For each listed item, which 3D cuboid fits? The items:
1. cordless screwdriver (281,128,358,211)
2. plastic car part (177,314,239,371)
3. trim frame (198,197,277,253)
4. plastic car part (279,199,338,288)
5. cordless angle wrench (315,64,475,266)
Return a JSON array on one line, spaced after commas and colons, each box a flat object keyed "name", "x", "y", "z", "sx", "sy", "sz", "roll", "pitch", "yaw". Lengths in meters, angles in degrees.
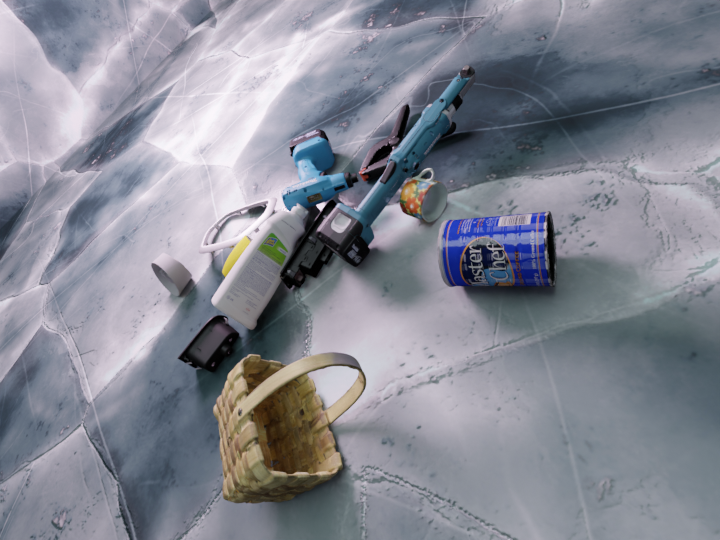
[{"name": "cordless screwdriver", "x": -0.088, "y": -0.231, "z": 0.938, "sx": 0.162, "sy": 0.071, "sz": 0.257, "roll": -17, "pitch": 40, "yaw": 11}, {"name": "plastic car part", "x": -0.285, "y": 0.149, "z": 0.826, "sx": 0.074, "sy": 0.063, "sz": 0.116, "roll": 28, "pitch": 72, "yaw": 28}, {"name": "trim frame", "x": -0.297, "y": -0.110, "z": 1.018, "sx": 0.258, "sy": 0.026, "sz": 0.185, "roll": -11, "pitch": 41, "yaw": 38}, {"name": "plastic car part", "x": -0.082, "y": -0.054, "z": 0.837, "sx": 0.070, "sy": 0.063, "sz": 0.204, "roll": 14, "pitch": 66, "yaw": 29}, {"name": "cordless angle wrench", "x": 0.081, "y": -0.201, "z": 0.776, "sx": 0.078, "sy": 0.093, "sz": 0.422, "roll": 35, "pitch": 86, "yaw": 27}]
